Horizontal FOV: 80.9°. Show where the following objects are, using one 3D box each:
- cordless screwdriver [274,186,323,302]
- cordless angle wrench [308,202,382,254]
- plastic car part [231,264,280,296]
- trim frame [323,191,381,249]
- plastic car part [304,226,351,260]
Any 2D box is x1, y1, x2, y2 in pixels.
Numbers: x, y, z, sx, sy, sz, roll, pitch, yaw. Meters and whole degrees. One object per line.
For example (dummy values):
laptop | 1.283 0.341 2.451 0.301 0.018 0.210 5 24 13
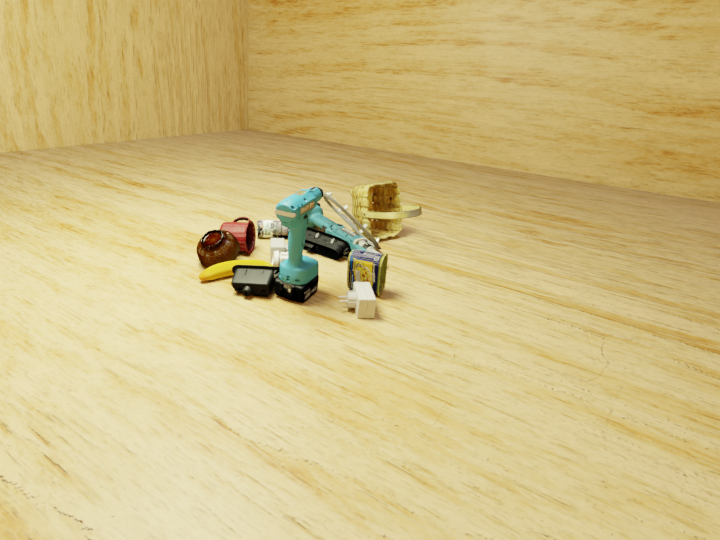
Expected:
cordless screwdriver | -0.131 -0.063 0.959 0.077 0.243 0.157 14 29 19
cordless angle wrench | -0.069 -0.115 1.304 0.094 0.073 0.448 -12 31 -34
plastic car part | -0.247 0.030 0.975 0.117 0.064 0.073 2 38 4
trim frame | -0.027 -0.151 1.252 0.248 0.027 0.185 43 -4 -2
plastic car part | -0.119 -0.078 1.219 0.212 0.064 0.066 17 36 27
